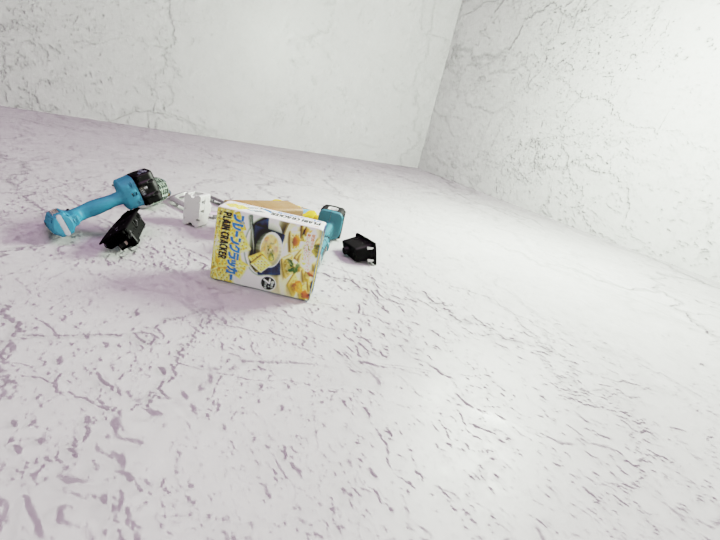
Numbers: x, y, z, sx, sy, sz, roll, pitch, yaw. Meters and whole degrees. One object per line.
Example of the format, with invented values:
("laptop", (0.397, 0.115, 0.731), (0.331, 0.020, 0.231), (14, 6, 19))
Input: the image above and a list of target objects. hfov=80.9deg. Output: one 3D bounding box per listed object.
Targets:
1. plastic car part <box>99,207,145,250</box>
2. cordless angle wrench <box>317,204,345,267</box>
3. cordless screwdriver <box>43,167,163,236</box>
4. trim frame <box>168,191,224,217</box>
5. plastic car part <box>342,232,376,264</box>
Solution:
("plastic car part", (-0.525, -0.094, 0.958), (0.064, 0.066, 0.213), (52, 0, -32))
("cordless angle wrench", (-0.108, -0.071, 1.108), (0.075, 0.096, 0.426), (13, 25, 1))
("cordless screwdriver", (-0.604, -0.160, 0.987), (0.244, 0.072, 0.168), (-35, 34, -31))
("trim frame", (-0.490, -0.209, 1.339), (0.261, 0.027, 0.177), (22, 24, 30))
("plastic car part", (-0.012, -0.059, 1.163), (0.069, 0.064, 0.123), (-14, 27, -24))
